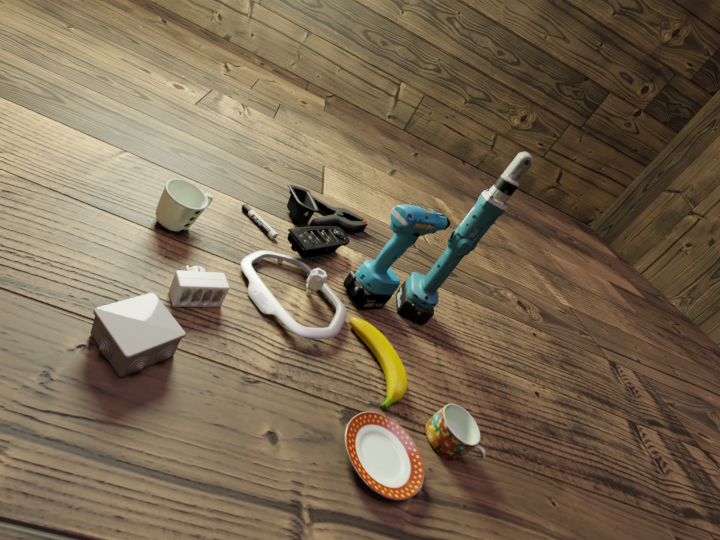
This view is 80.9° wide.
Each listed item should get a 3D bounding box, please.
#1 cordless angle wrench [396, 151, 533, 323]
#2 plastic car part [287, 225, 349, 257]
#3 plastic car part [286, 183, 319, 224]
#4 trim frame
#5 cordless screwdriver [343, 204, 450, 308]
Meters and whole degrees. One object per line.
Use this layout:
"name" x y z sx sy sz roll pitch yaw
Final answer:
"cordless angle wrench" 0.216 -0.063 0.896 0.073 0.422 0.100 27 29 -11
"plastic car part" -0.096 -0.063 0.982 0.069 0.067 0.195 43 31 20
"plastic car part" -0.155 -0.159 1.076 0.063 0.071 0.122 12 34 -32
"trim frame" -0.131 0.042 0.826 0.176 0.027 0.260 -9 47 -49
"cordless screwdriver" 0.080 -0.029 0.899 0.151 0.248 0.078 3 41 -42
